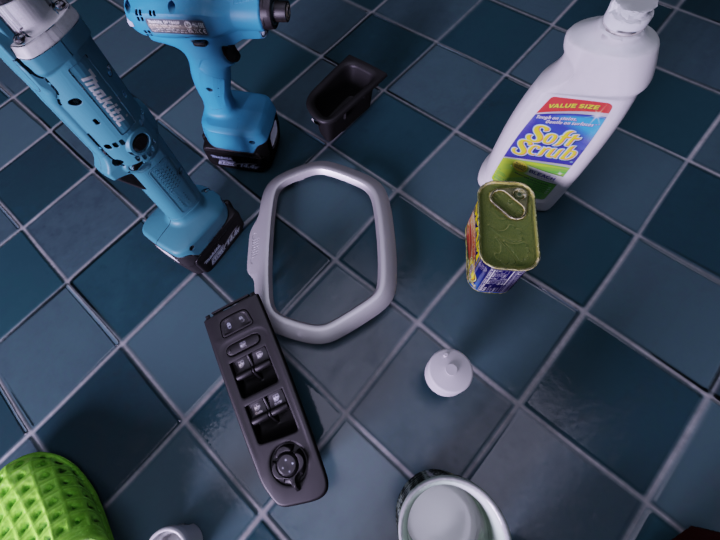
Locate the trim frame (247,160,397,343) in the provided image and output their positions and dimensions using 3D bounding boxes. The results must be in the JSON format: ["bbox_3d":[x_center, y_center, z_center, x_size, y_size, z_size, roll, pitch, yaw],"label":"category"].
[{"bbox_3d":[-0.051,-0.033,0.519,0.186,0.026,0.255,-5,65,5],"label":"trim frame"}]

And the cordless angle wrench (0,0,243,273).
[{"bbox_3d":[-0.209,-0.119,0.367,0.077,0.410,0.098,30,72,13],"label":"cordless angle wrench"}]

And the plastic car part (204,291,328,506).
[{"bbox_3d":[-0.094,0.129,0.430,0.066,0.065,0.211,-25,66,-6],"label":"plastic car part"}]

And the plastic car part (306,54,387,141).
[{"bbox_3d":[-0.025,-0.225,0.579,0.068,0.069,0.116,35,74,17],"label":"plastic car part"}]

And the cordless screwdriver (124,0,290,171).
[{"bbox_3d":[-0.142,-0.215,0.494,0.162,0.241,0.075,9,68,7],"label":"cordless screwdriver"}]
